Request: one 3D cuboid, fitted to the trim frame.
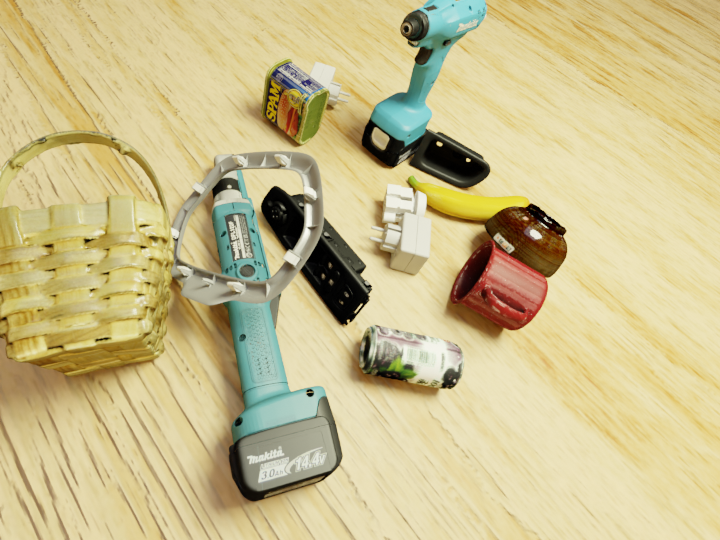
[{"bbox_3d":[-0.138,-0.052,0.460,0.262,0.026,0.185,12,76,37],"label":"trim frame"}]

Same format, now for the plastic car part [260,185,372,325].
[{"bbox_3d":[-0.053,-0.034,0.539,0.065,0.066,0.210,-27,66,-39],"label":"plastic car part"}]

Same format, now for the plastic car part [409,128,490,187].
[{"bbox_3d":[0.151,-0.186,0.690,0.117,0.065,0.071,27,41,1],"label":"plastic car part"}]

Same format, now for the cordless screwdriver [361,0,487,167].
[{"bbox_3d":[0.070,-0.259,0.601,0.076,0.247,0.156,43,52,12],"label":"cordless screwdriver"}]

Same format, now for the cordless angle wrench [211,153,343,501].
[{"bbox_3d":[-0.129,0.016,0.486,0.095,0.073,0.441,-9,57,-19],"label":"cordless angle wrench"}]
